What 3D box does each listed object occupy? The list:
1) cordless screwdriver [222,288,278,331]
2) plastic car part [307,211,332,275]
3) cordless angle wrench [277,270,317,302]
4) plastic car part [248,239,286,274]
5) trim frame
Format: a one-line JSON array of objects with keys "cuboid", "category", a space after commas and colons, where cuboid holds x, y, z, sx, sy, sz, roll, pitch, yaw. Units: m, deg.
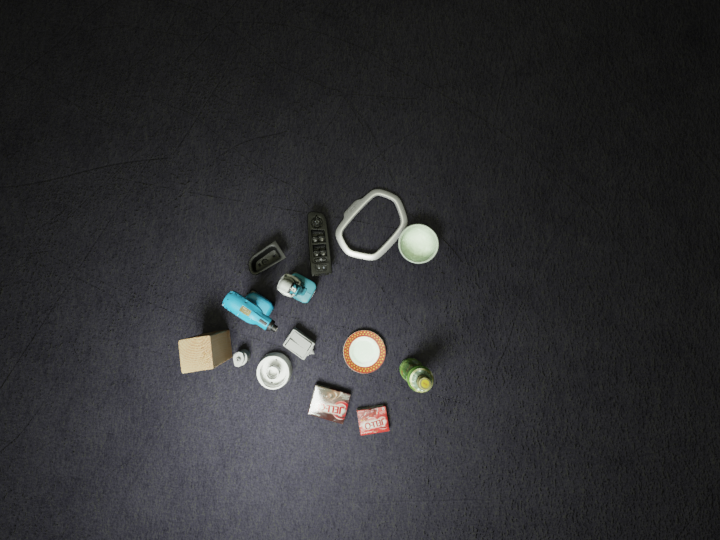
[{"cuboid": [-0.294, 0.118, 1.215, 0.160, 0.247, 0.074, 32, 86, 1], "category": "cordless screwdriver"}, {"cuboid": [-0.129, -0.085, 1.323, 0.066, 0.066, 0.204, -6, 83, -1], "category": "plastic car part"}, {"cuboid": [-0.178, 0.043, 1.133, 0.098, 0.421, 0.074, 29, 86, -1], "category": "cordless angle wrench"}, {"cuboid": [-0.295, -0.033, 1.322, 0.116, 0.070, 0.067, -33, 86, -2], "category": "plastic car part"}, {"cuboid": [0.035, -0.145, 1.343, 0.186, 0.027, 0.248, 41, 86, 6], "category": "trim frame"}]
